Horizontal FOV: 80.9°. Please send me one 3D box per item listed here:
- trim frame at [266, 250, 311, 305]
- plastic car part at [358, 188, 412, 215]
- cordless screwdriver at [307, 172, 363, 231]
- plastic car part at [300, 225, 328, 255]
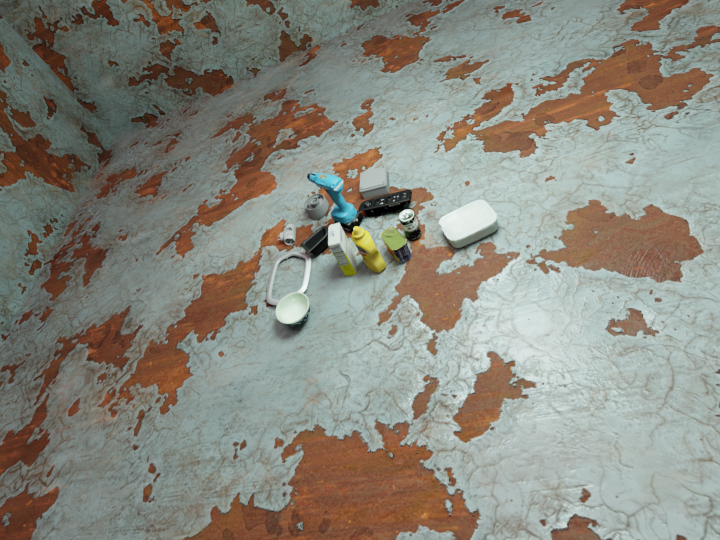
[{"bbox_3d":[-0.266,0.025,1.549,0.189,0.026,0.255,-13,49,19],"label":"trim frame"},{"bbox_3d":[0.093,-0.242,1.550,0.210,0.063,0.067,-6,51,24],"label":"plastic car part"},{"bbox_3d":[-0.096,-0.257,1.542,0.168,0.236,0.074,26,67,39],"label":"cordless screwdriver"},{"bbox_3d":[-0.153,-0.100,1.562,0.116,0.067,0.070,-40,46,-7],"label":"plastic car part"}]
